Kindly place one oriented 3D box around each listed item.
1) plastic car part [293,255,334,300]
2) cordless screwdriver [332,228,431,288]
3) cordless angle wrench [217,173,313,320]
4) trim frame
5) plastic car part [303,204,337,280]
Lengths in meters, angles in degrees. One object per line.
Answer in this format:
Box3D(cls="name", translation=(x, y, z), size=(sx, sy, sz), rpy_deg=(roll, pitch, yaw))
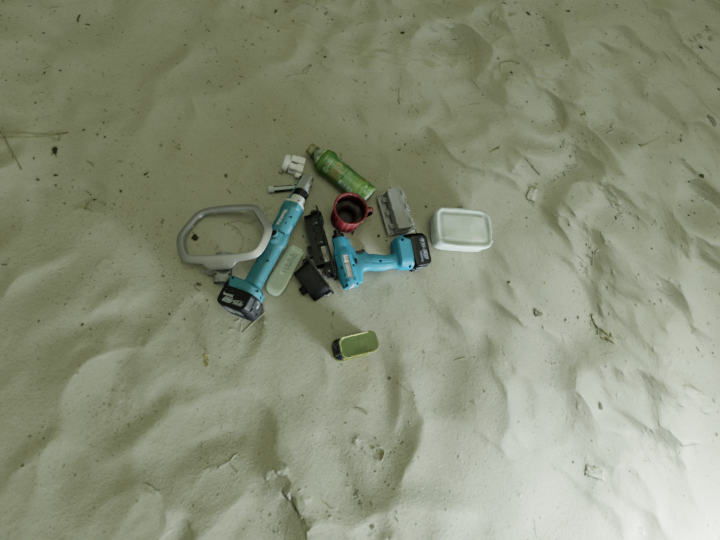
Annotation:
Box3D(cls="plastic car part", translation=(-0.128, 0.029, 1.076), size=(0.071, 0.065, 0.118), rpy_deg=(-34, 84, -4))
Box3D(cls="cordless screwdriver", translation=(0.050, -0.052, 1.120), size=(0.245, 0.074, 0.162), rpy_deg=(-12, 78, -10))
Box3D(cls="cordless angle wrench", translation=(-0.215, -0.081, 1.075), size=(0.102, 0.071, 0.425), rpy_deg=(14, 65, 23))
Box3D(cls="trim frame", translation=(-0.341, -0.088, 1.054), size=(0.251, 0.026, 0.189), rpy_deg=(-4, 59, 6))
Box3D(cls="plastic car part", translation=(-0.109, -0.071, 1.113), size=(0.068, 0.064, 0.207), rpy_deg=(-14, 74, 9))
